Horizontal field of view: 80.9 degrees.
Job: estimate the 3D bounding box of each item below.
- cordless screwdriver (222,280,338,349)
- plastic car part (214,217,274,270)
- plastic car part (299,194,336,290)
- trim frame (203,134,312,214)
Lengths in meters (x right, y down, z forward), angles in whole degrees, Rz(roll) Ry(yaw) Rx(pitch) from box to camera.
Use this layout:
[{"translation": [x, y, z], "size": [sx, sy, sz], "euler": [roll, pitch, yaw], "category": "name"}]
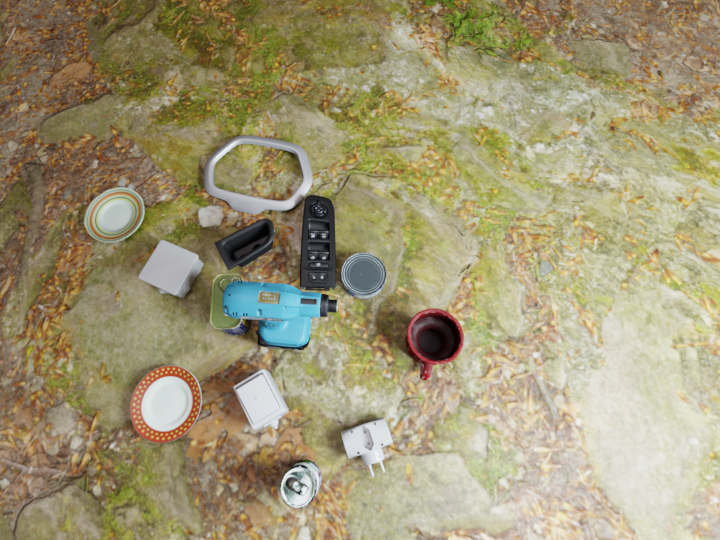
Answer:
[{"translation": [-0.113, 0.076, 0.685], "size": [0.160, 0.243, 0.076], "euler": [4, 71, 2], "category": "cordless screwdriver"}, {"translation": [-0.215, -0.046, 0.834], "size": [0.116, 0.069, 0.068], "euler": [-29, 72, -8], "category": "plastic car part"}, {"translation": [-0.081, -0.053, 0.828], "size": [0.067, 0.065, 0.207], "euler": [-2, 69, 1], "category": "plastic car part"}, {"translation": [-0.224, -0.211, 0.922], "size": [0.253, 0.027, 0.186], "euler": [12, 70, 9], "category": "trim frame"}]
